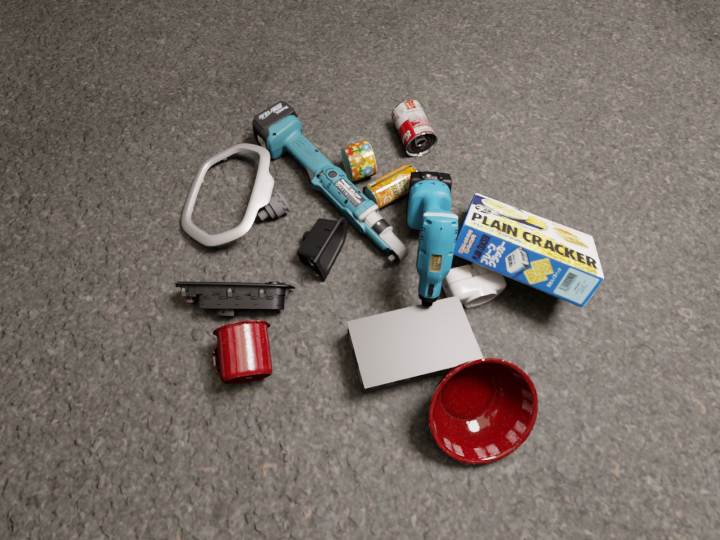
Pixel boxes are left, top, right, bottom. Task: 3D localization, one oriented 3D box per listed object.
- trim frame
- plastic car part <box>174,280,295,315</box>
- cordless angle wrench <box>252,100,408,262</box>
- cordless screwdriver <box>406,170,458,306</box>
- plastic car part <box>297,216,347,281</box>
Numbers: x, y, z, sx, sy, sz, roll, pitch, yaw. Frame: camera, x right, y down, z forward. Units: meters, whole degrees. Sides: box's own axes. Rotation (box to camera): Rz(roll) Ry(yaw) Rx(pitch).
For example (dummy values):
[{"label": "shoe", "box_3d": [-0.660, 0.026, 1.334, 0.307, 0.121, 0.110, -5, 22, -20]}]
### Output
[{"label": "trim frame", "box_3d": [-0.263, -0.156, 0.842, 0.189, 0.026, 0.253, -2, 60, 18]}, {"label": "plastic car part", "box_3d": [-0.215, 0.045, 0.736, 0.203, 0.065, 0.068, -3, 73, 0]}, {"label": "cordless angle wrench", "box_3d": [-0.059, -0.176, 0.842, 0.097, 0.072, 0.439, -37, 69, -16]}, {"label": "cordless screwdriver", "box_3d": [0.118, -0.066, 0.723, 0.075, 0.155, 0.253, 4, 32, 3]}, {"label": "plastic car part", "box_3d": [-0.077, -0.050, 0.785, 0.074, 0.063, 0.117, 12, 60, 22]}]
